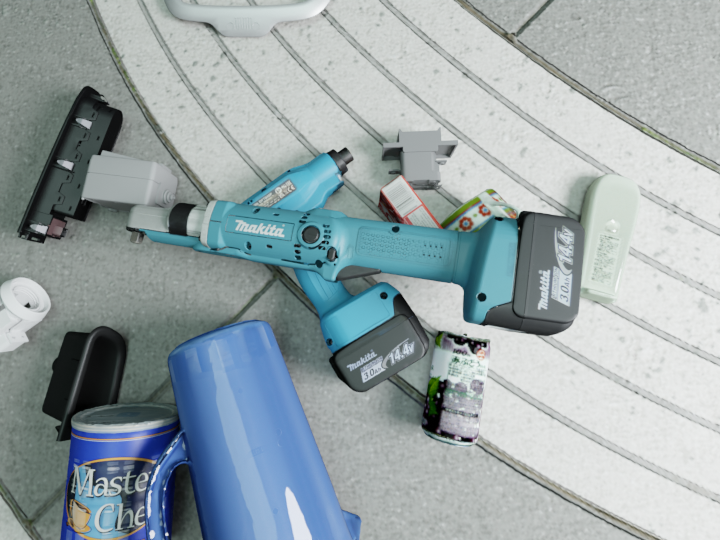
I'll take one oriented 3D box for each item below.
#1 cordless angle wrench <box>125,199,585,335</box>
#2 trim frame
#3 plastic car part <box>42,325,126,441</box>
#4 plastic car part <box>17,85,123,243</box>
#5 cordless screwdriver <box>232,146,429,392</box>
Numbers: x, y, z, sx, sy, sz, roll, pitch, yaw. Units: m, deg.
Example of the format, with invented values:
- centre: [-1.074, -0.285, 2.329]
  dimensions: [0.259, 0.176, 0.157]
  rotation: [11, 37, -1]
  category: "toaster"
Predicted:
- centre: [-0.039, -0.025, 0.399]
  dimensions: [0.434, 0.072, 0.098]
  rotation: [9, 81, 15]
  category: "cordless angle wrench"
- centre: [-0.147, -0.396, 0.558]
  dimensions: [0.250, 0.027, 0.186]
  rotation: [3, 80, 4]
  category: "trim frame"
- centre: [-0.316, 0.119, 0.475]
  dimensions: [0.073, 0.063, 0.118]
  rotation: [1, 78, 18]
  category: "plastic car part"
- centre: [-0.342, -0.127, 0.514]
  dimensions: [0.067, 0.066, 0.204]
  rotation: [13, 82, -5]
  category: "plastic car part"
- centre: [-0.017, -0.010, 0.457]
  dimensions: [0.159, 0.072, 0.255]
  rotation: [-36, 76, -2]
  category: "cordless screwdriver"
